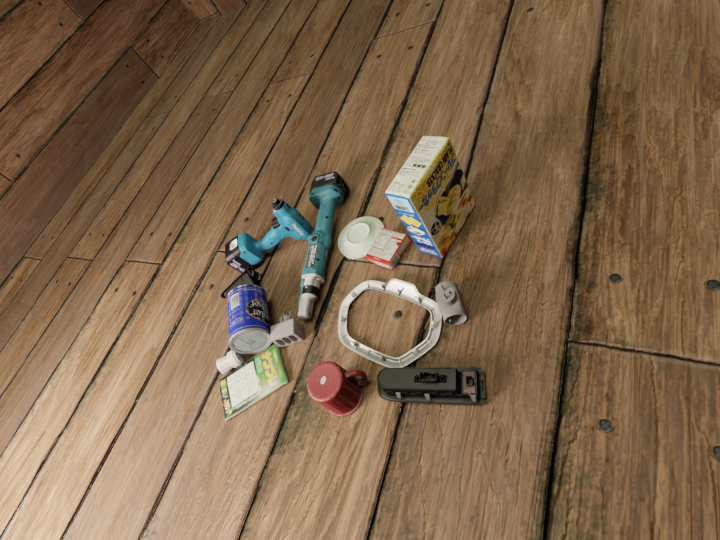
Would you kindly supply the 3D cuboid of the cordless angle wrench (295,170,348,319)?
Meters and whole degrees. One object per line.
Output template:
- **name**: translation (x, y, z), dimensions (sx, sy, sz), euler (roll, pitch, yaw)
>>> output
- **cordless angle wrench**: translation (-0.108, -0.071, 1.105), dimensions (0.101, 0.070, 0.431), euler (-10, 56, 27)

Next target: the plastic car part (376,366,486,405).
- **plastic car part**: translation (0.115, 0.205, 0.768), dimensions (0.211, 0.063, 0.068), euler (-10, 61, 30)

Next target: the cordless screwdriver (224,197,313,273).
- **cordless screwdriver**: translation (-0.272, -0.097, 1.170), dimensions (0.252, 0.150, 0.077), euler (-28, 47, 15)

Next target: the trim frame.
- **trim frame**: translation (0.052, 0.103, 0.902), dimensions (0.263, 0.026, 0.184), euler (18, 68, 42)

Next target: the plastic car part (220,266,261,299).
- **plastic car part**: translation (-0.318, 0.059, 1.158), dimensions (0.116, 0.063, 0.074), euler (-45, 60, 2)
